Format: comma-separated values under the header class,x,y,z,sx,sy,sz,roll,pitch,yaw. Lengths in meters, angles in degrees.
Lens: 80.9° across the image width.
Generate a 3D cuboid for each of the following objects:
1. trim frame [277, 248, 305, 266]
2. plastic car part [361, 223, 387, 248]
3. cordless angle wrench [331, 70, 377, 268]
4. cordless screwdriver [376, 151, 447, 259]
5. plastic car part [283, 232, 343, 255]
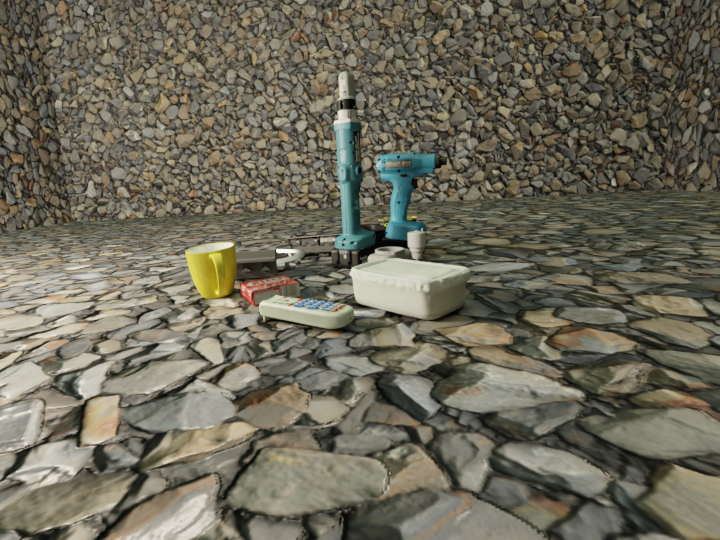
class,x,y,z,sx,sy,sz,roll,pitch,yaw
trim frame,-0.252,-0.029,1.056,0.260,0.027,0.178,4,15,30
plastic car part,0.034,-0.084,1.117,0.064,0.070,0.121,-7,12,-17
cordless angle wrench,-0.022,-0.216,0.931,0.078,0.418,0.094,3,11,35
cordless screwdriver,0.124,-0.153,0.998,0.165,0.246,0.072,2,10,25
plastic car part,-0.109,-0.071,1.112,0.211,0.066,0.064,3,12,27
